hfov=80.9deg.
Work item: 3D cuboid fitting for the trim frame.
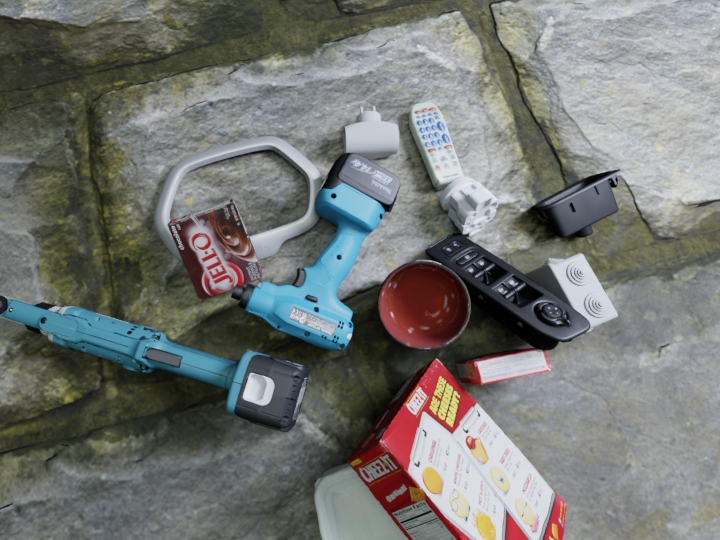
[{"bbox_3d":[-0.176,-0.102,0.614,0.246,0.027,0.188,-18,75,-7],"label":"trim frame"}]

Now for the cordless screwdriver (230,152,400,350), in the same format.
[{"bbox_3d":[-0.055,-0.036,0.559,0.157,0.075,0.250,22,79,-8],"label":"cordless screwdriver"}]

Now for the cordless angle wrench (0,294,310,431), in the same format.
[{"bbox_3d":[-0.276,0.098,0.533,0.430,0.096,0.075,14,76,8],"label":"cordless angle wrench"}]

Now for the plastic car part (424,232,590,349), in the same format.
[{"bbox_3d":[0.173,0.030,0.532,0.064,0.065,0.215,-22,41,-32],"label":"plastic car part"}]

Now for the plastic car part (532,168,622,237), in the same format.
[{"bbox_3d":[0.308,-0.084,0.596,0.116,0.066,0.071,-30,94,-5],"label":"plastic car part"}]
